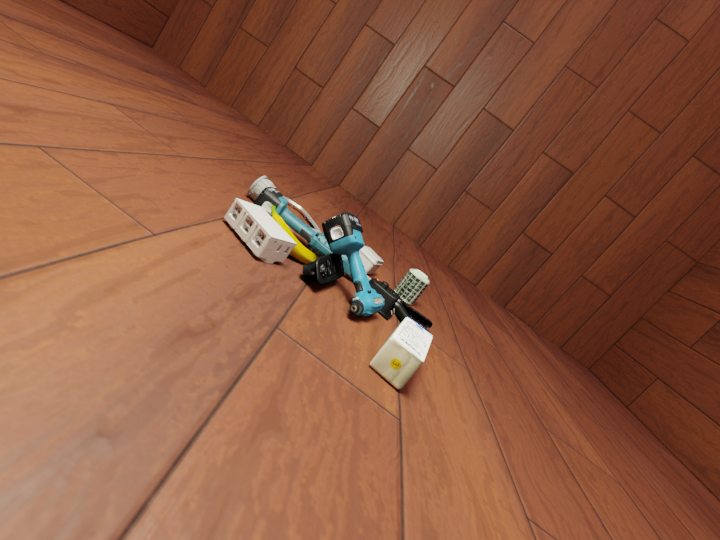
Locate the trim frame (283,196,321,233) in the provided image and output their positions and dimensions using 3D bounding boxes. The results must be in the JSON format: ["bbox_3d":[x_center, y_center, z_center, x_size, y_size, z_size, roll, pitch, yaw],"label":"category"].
[{"bbox_3d":[-0.214,-0.188,1.419,0.174,0.027,0.262,24,16,-38],"label":"trim frame"}]

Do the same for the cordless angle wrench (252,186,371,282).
[{"bbox_3d":[-0.116,-0.076,1.189,0.423,0.074,0.098,39,13,0],"label":"cordless angle wrench"}]

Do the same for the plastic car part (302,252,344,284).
[{"bbox_3d":[-0.090,-0.007,1.013,0.068,0.066,0.200,0,6,10],"label":"plastic car part"}]

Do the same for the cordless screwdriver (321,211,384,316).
[{"bbox_3d":[-0.021,-0.012,1.004,0.153,0.076,0.253,5,64,-68],"label":"cordless screwdriver"}]

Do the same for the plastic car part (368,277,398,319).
[{"bbox_3d":[0.053,0.065,1.120,0.120,0.071,0.064,43,13,13],"label":"plastic car part"}]
